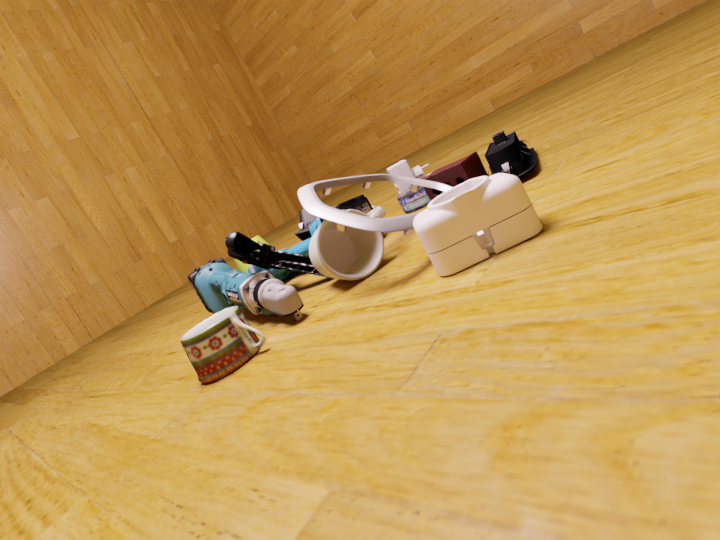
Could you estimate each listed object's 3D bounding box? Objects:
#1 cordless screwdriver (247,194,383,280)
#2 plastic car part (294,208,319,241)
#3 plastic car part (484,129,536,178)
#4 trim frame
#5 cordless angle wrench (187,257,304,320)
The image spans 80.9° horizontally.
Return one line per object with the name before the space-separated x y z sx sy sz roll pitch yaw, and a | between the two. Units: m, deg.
cordless screwdriver | -0.073 -0.048 0.745 0.256 0.074 0.155 -25 5 37
plastic car part | -0.092 -0.094 0.855 0.067 0.072 0.113 -14 -13 7
plastic car part | 0.214 -0.167 0.611 0.068 0.065 0.202 -16 19 26
trim frame | 0.038 -0.084 0.513 0.239 0.027 0.195 -16 32 -41
cordless angle wrench | -0.188 0.030 0.662 0.073 0.096 0.440 -33 16 -26
